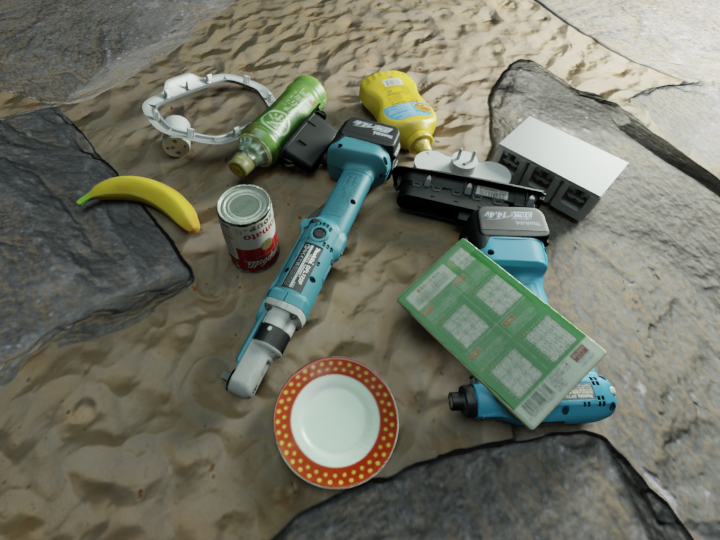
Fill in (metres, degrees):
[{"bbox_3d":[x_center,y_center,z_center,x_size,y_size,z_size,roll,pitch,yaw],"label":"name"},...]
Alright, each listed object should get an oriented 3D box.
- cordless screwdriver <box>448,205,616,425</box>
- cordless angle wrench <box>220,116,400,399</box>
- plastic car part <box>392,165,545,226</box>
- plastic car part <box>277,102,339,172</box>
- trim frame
[{"bbox_3d":[0.163,0.045,0.488,0.159,0.072,0.256,-4,59,-2],"label":"cordless screwdriver"},{"bbox_3d":[-0.054,-0.035,0.553,0.100,0.072,0.425,17,60,11],"label":"cordless angle wrench"},{"bbox_3d":[0.137,-0.095,0.592,0.208,0.064,0.067,19,72,13],"label":"plastic car part"},{"bbox_3d":[-0.074,-0.196,0.673,0.071,0.065,0.117,28,62,1],"label":"plastic car part"},{"bbox_3d":[-0.247,-0.285,0.724,0.190,0.027,0.245,32,50,14],"label":"trim frame"}]
